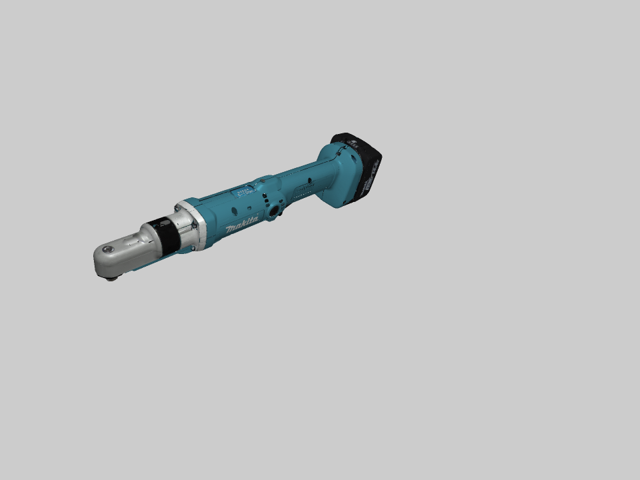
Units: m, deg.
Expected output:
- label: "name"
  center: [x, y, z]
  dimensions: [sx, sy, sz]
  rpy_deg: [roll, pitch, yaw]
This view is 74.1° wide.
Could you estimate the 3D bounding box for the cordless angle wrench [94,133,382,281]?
- label: "cordless angle wrench"
  center: [-0.076, -0.050, 0.546]
  dimensions: [0.074, 0.098, 0.421]
  rpy_deg: [39, 43, 24]
